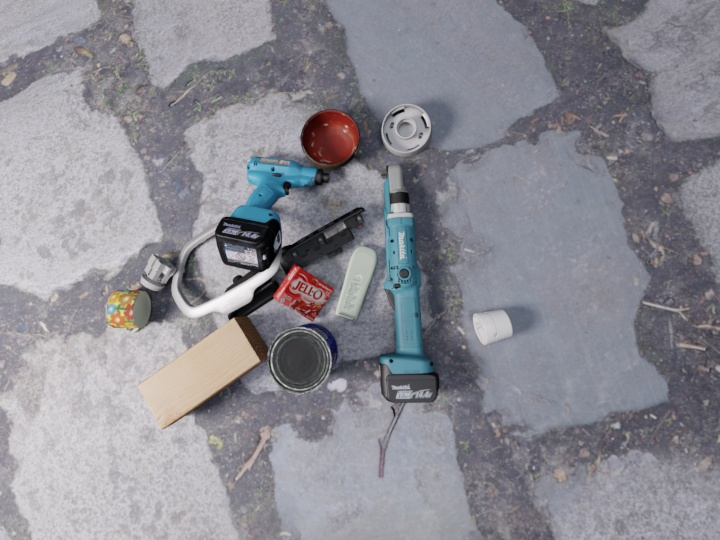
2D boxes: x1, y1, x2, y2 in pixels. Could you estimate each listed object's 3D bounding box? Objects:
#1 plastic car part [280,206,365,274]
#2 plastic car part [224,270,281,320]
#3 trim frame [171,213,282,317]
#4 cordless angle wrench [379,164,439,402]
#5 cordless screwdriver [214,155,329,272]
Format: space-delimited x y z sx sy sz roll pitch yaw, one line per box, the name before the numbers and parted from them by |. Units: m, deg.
plastic car part | -0.077 -0.051 0.793 0.203 0.068 0.065 -25 107 2
plastic car part | -0.213 0.037 0.797 0.117 0.063 0.074 -31 67 4
trim frame | -0.253 -0.013 0.790 0.251 0.026 0.192 -28 61 10
cordless angle wrench | 0.075 0.010 0.760 0.099 0.073 0.428 -3 79 4
cordless screwdriver | -0.151 -0.113 0.750 0.161 0.072 0.254 6 48 5
